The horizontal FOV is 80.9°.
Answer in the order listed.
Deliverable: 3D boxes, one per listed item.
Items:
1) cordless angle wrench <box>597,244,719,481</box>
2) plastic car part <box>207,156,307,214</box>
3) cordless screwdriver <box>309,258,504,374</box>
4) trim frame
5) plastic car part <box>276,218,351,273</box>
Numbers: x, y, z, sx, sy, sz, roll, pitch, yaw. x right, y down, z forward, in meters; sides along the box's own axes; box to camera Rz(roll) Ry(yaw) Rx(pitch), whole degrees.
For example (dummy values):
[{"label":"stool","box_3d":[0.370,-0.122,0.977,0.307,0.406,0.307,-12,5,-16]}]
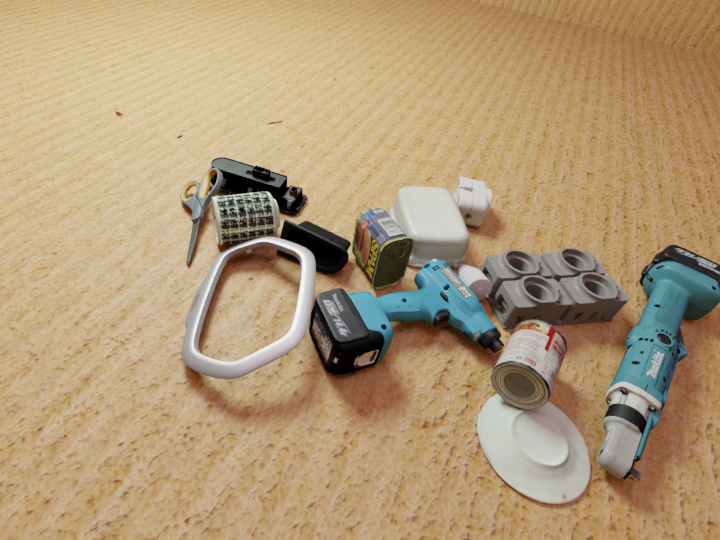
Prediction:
[{"label":"cordless angle wrench","box_3d":[0.408,0.110,0.587,0.102,0.072,0.416,33,53,23]},{"label":"plastic car part","box_3d":[-0.203,-0.165,0.793,0.208,0.065,0.067,16,52,12]},{"label":"cordless screwdriver","box_3d":[0.064,0.075,0.578,0.241,0.073,0.168,-15,49,-26]},{"label":"trim frame","box_3d":[-0.154,0.038,0.586,0.187,0.026,0.256,-6,46,8]},{"label":"plastic car part","box_3d":[-0.068,-0.044,0.693,0.119,0.065,0.071,22,32,9]}]
